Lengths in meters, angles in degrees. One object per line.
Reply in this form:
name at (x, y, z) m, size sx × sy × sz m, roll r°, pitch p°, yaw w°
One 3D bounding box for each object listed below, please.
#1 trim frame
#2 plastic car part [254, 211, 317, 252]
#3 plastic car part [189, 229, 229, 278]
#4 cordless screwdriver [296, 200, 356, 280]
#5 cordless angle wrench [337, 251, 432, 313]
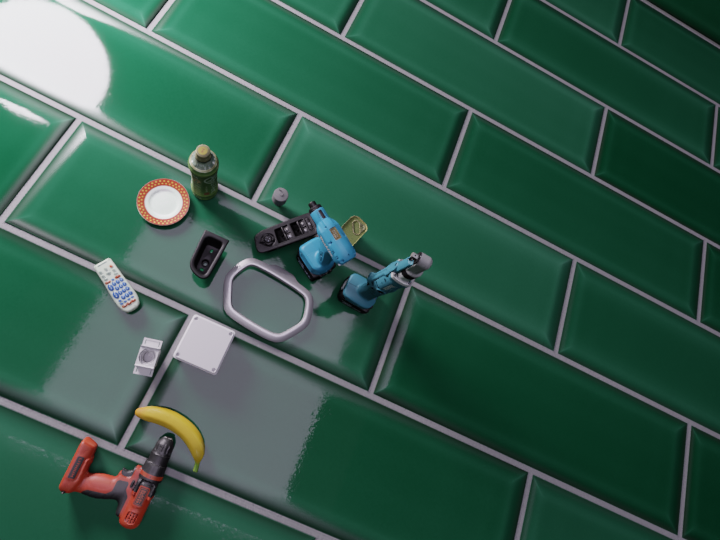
trim frame at (-0.238, 0.074, 1.092) m, size 0.246 × 0.028 × 0.184 m, roll 30°, pitch 69°, yaw -4°
plastic car part at (-0.190, -0.099, 1.133) m, size 0.199 × 0.067 × 0.067 m, roll -22°, pitch 83°, yaw -19°
plastic car part at (-0.386, -0.031, 1.061) m, size 0.065 × 0.071 × 0.117 m, roll 24°, pitch 70°, yaw -10°
cordless screwdriver at (-0.102, -0.067, 1.048) m, size 0.073 × 0.251 × 0.160 m, roll -30°, pitch 87°, yaw -22°
cordless angle wrench at (0.054, 0.026, 0.967) m, size 0.096 × 0.428 × 0.074 m, roll 31°, pitch 70°, yaw -10°
